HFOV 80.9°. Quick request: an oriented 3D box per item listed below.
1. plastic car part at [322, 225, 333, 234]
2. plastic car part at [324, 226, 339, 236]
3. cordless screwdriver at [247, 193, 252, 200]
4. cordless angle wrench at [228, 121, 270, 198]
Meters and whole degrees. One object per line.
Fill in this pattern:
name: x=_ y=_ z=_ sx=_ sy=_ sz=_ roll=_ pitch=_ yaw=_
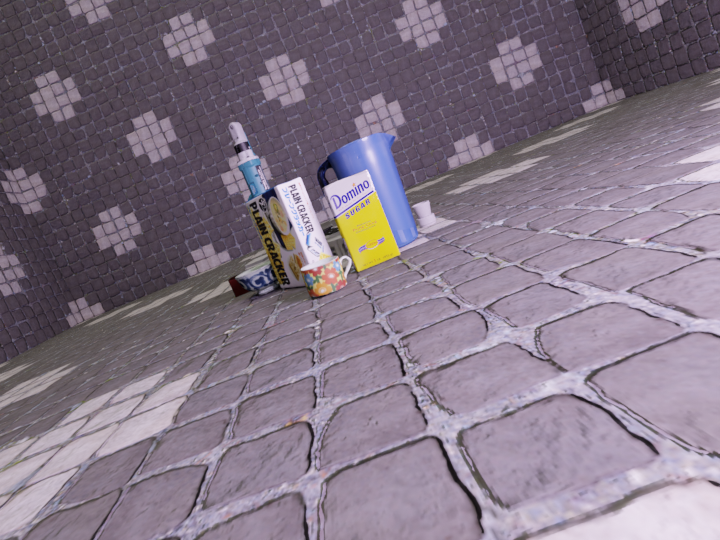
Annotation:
plastic car part: x=-0.125 y=-0.082 z=1.279 sx=0.118 sy=0.070 sz=0.066 roll=-20 pitch=8 yaw=12
plastic car part: x=-0.006 y=-0.102 z=1.148 sx=0.210 sy=0.066 sz=0.065 roll=-16 pitch=10 yaw=31
cordless screwdriver: x=-0.265 y=-0.115 z=1.255 sx=0.074 sy=0.246 sz=0.162 roll=-23 pitch=7 yaw=-8
cordless angle wrench: x=-0.249 y=-0.185 z=1.099 sx=0.076 sy=0.419 sz=0.096 roll=-19 pitch=6 yaw=27
